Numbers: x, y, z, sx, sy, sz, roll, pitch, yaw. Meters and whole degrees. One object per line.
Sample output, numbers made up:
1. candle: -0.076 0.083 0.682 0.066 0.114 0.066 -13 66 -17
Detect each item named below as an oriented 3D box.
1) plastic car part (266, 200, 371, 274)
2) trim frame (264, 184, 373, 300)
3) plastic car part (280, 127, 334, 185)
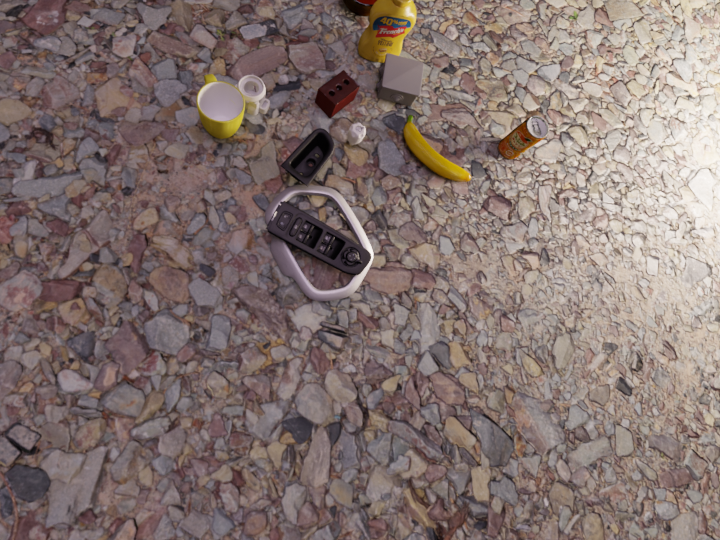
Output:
1. plastic car part: -0.079 -0.052 0.808 0.202 0.067 0.066 28 73 -3
2. trim frame: -0.084 -0.059 0.830 0.181 0.027 0.252 -28 82 -15
3. plastic car part: -0.101 -0.219 0.846 0.066 0.071 0.116 38 72 -2
